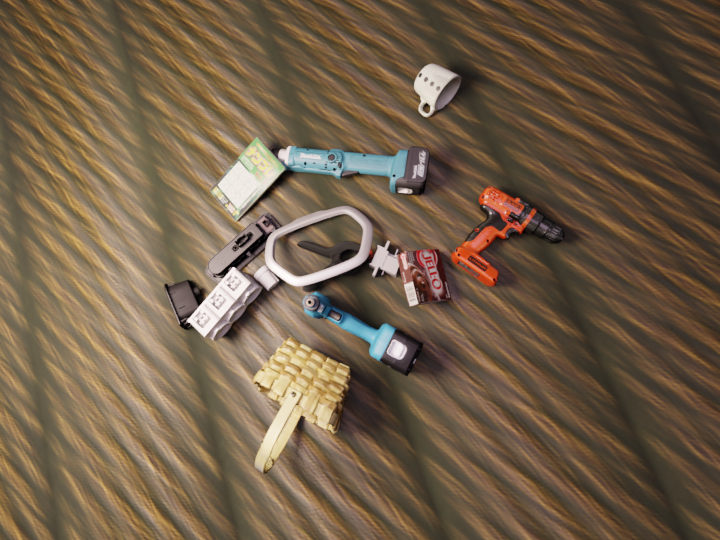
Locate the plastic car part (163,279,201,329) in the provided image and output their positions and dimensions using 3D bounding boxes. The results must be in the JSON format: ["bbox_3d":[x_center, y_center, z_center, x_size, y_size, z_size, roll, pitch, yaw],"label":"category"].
[{"bbox_3d":[-0.400,0.067,0.973,0.070,0.065,0.120,-23,73,-13],"label":"plastic car part"}]

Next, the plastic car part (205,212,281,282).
[{"bbox_3d":[-0.276,-0.050,0.975,0.203,0.066,0.067,-43,85,1],"label":"plastic car part"}]

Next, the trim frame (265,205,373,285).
[{"bbox_3d":[-0.091,-0.060,0.932,0.248,0.026,0.192,-22,58,-2],"label":"trim frame"}]

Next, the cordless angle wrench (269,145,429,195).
[{"bbox_3d":[-0.061,-0.248,0.978,0.433,0.072,0.099,9,80,13],"label":"cordless angle wrench"}]

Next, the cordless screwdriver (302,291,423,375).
[{"bbox_3d":[-0.003,0.116,0.843,0.255,0.155,0.074,28,84,10],"label":"cordless screwdriver"}]
